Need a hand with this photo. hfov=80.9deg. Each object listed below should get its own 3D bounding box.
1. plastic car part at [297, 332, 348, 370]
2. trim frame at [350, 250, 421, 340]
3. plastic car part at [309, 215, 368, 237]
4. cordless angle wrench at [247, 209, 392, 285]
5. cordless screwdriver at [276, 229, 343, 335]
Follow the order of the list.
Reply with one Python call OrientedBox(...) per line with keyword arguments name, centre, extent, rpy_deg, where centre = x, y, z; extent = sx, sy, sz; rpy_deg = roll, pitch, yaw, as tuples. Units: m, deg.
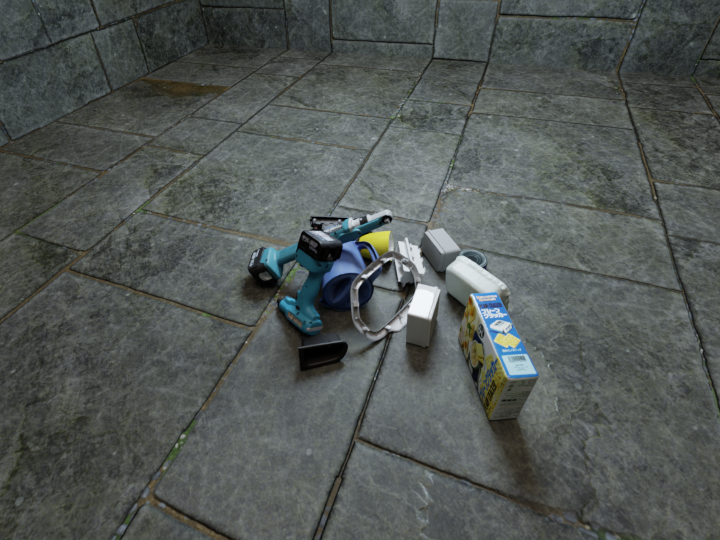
OrientedBox(name="plastic car part", centre=(-0.095, 0.181, 1.003), extent=(0.114, 0.064, 0.074), rpy_deg=(-11, 29, -14))
OrientedBox(name="trim frame", centre=(0.069, 0.060, 1.052), extent=(0.244, 0.180, 0.029), rpy_deg=(-39, 17, -32))
OrientedBox(name="plastic car part", centre=(-0.060, -0.136, 1.339), extent=(0.204, 0.064, 0.069), rpy_deg=(-1, 52, 4))
OrientedBox(name="cordless angle wrench", centre=(-0.110, -0.072, 1.125), extent=(0.434, 0.071, 0.100), rpy_deg=(-20, 38, 23))
OrientedBox(name="cordless screwdriver", centre=(-0.139, 0.020, 1.055), extent=(0.071, 0.246, 0.169), rpy_deg=(-1, 22, -45))
